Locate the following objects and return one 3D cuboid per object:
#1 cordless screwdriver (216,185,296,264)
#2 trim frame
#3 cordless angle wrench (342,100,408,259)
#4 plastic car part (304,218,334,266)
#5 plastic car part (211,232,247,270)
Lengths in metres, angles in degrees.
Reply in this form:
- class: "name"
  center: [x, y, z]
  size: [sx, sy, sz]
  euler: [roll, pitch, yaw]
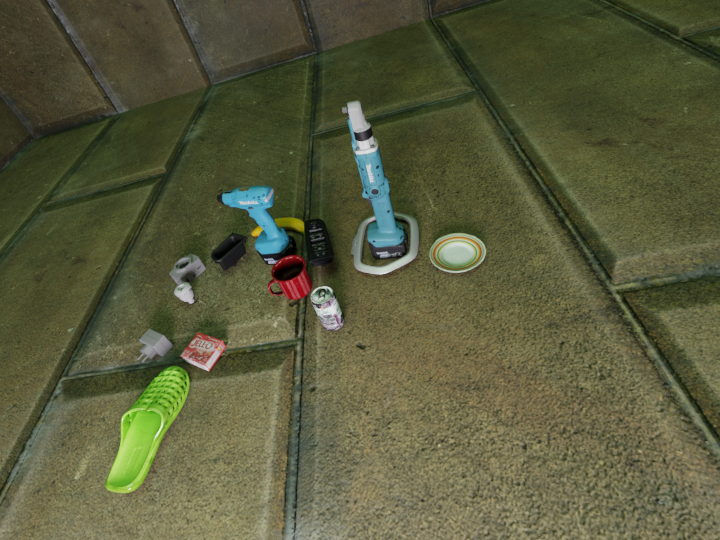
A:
- class: "cordless screwdriver"
  center: [-0.281, -0.125, 1.161]
  size: [0.165, 0.237, 0.075]
  euler: [1, 46, 21]
- class: "trim frame"
  center: [0.063, -0.079, 1.133]
  size: [0.189, 0.026, 0.254]
  euler: [-7, 45, 15]
- class: "cordless angle wrench"
  center: [0.034, -0.198, 0.987]
  size: [0.100, 0.404, 0.076]
  euler: [-4, 44, 15]
- class: "plastic car part"
  center: [-0.115, -0.075, 1.172]
  size: [0.066, 0.064, 0.212]
  euler: [-19, 43, 1]
- class: "plastic car part"
  center: [-0.383, -0.047, 1.248]
  size: [0.069, 0.068, 0.116]
  euler: [16, 54, 33]
